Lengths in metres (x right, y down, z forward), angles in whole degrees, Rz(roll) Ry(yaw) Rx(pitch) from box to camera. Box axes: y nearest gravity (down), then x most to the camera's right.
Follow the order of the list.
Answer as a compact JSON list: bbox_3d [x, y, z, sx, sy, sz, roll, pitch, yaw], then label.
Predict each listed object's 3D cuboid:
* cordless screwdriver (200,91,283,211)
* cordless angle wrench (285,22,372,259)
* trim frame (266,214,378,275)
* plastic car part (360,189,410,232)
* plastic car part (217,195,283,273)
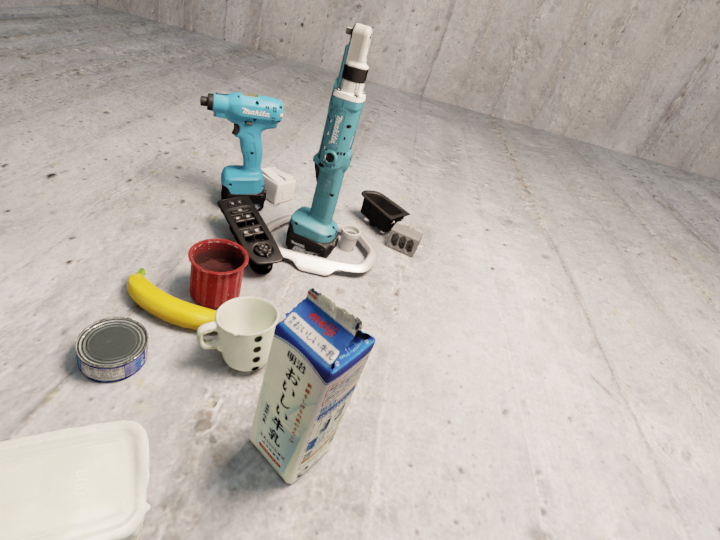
[{"bbox_3d":[-0.259,-0.245,0.884,0.154,0.245,0.078,3,36,-20],"label":"cordless screwdriver"},{"bbox_3d":[-0.048,-0.208,0.757,0.100,0.416,0.074,25,34,9],"label":"cordless angle wrench"},{"bbox_3d":[-0.085,-0.056,0.872,0.247,0.027,0.188,13,34,-3],"label":"trim frame"},{"bbox_3d":[0.045,-0.132,0.991,0.063,0.070,0.123,-17,45,-40],"label":"plastic car part"},{"bbox_3d":[-0.212,-0.064,0.802,0.064,0.066,0.214,-9,41,-33],"label":"plastic car part"}]
